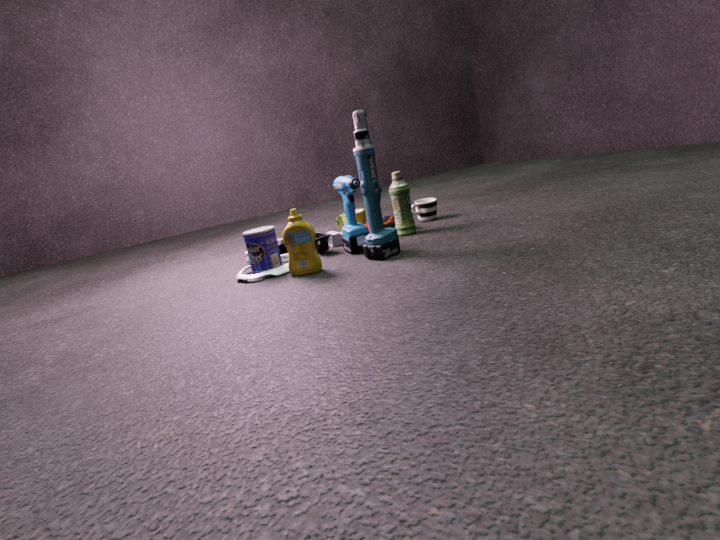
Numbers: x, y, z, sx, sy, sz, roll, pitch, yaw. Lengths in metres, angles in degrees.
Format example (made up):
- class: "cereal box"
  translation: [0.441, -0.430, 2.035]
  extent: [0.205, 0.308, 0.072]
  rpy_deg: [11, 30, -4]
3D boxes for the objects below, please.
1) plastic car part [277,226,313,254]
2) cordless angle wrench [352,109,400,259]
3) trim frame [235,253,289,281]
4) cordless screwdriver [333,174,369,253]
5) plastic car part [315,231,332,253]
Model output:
- class: "plastic car part"
  translation: [-0.258, -0.109, 1.611]
  extent: [0.069, 0.066, 0.197]
  rpy_deg: [-2, 18, 36]
- class: "cordless angle wrench"
  translation: [0.029, -0.243, 1.211]
  extent: [0.095, 0.416, 0.078]
  rpy_deg: [-19, 14, -37]
- class: "trim frame"
  translation: [-0.280, -0.013, 1.354]
  extent: [0.241, 0.027, 0.193]
  rpy_deg: [-20, 17, -28]
- class: "cordless screwdriver"
  translation: [-0.021, -0.178, 1.341]
  extent: [0.073, 0.245, 0.165]
  rpy_deg: [-14, 13, -17]
- class: "plastic car part"
  translation: [-0.143, -0.093, 1.461]
  extent: [0.064, 0.070, 0.121]
  rpy_deg: [-16, 15, -22]
